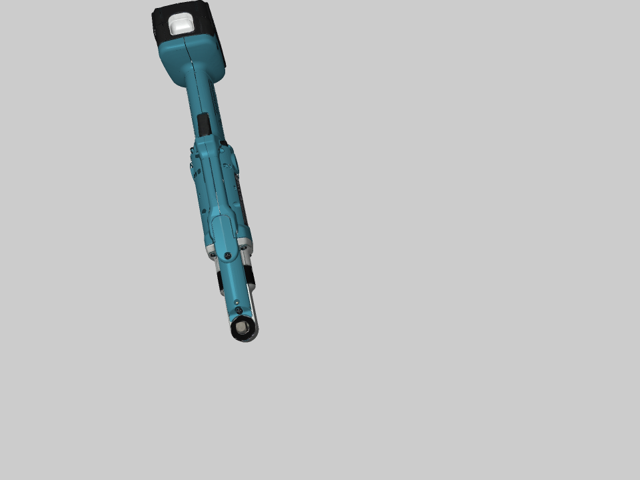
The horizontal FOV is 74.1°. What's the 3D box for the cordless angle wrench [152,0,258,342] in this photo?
[{"bbox_3d":[-0.127,-0.088,0.508,0.074,0.422,0.098,-13,-16,-4],"label":"cordless angle wrench"}]
